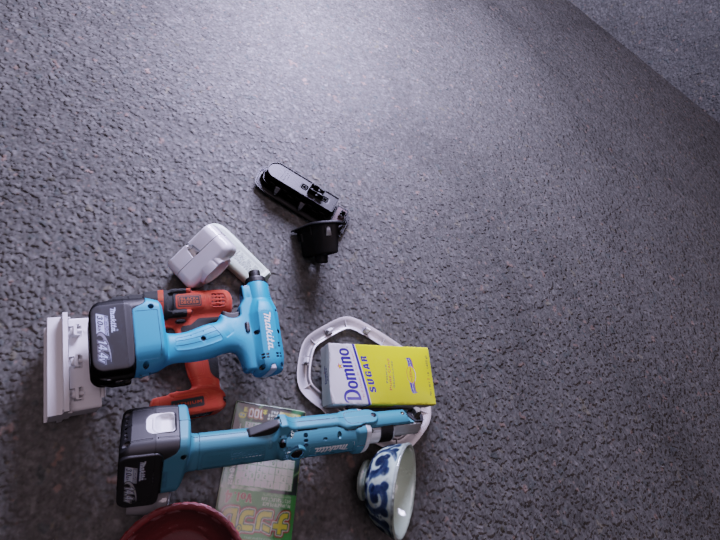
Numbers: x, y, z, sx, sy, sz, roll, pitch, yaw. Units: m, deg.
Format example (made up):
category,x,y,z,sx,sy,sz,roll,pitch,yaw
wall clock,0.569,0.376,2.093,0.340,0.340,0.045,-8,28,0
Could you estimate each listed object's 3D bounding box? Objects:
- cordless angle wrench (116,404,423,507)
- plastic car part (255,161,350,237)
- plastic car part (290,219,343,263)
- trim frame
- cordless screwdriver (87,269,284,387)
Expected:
category,x,y,z,sx,sy,sz,roll,pitch,yaw
cordless angle wrench,-0.095,0.226,0.573,0.407,0.096,0.078,3,25,-24
plastic car part,-0.109,-0.144,0.810,0.203,0.067,0.066,29,61,-1
plastic car part,-0.073,-0.048,0.747,0.064,0.120,0.071,-3,90,-26
trim frame,0.012,0.183,0.696,0.247,0.028,0.184,33,57,-3
cordless screwdriver,-0.228,0.070,0.573,0.238,0.075,0.165,2,59,-30
